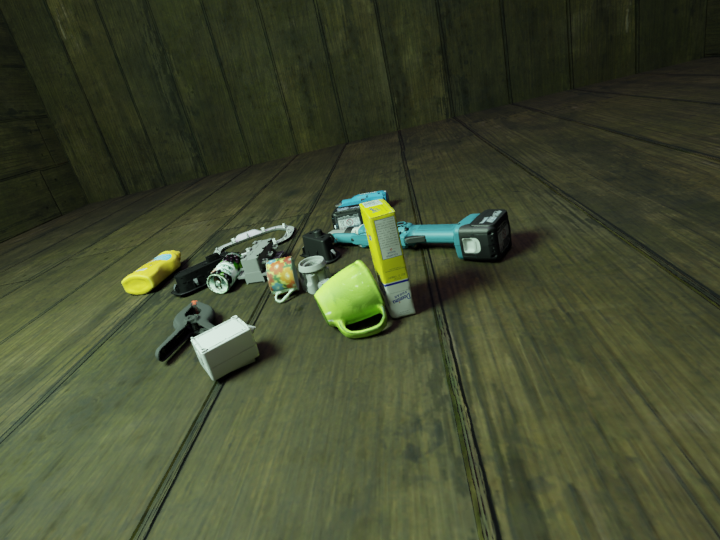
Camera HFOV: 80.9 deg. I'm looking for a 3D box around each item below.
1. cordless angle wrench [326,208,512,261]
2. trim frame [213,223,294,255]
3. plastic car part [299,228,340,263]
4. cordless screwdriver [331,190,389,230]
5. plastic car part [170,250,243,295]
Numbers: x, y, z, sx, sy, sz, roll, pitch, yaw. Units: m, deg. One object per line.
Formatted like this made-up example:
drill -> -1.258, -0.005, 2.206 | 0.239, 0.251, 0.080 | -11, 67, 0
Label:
cordless angle wrench -> 0.093, -0.076, 0.911 | 0.444, 0.072, 0.096 | 4, 28, 41
trim frame -> -0.307, -0.086, 1.217 | 0.244, 0.027, 0.193 | -25, 25, -17
plastic car part -> -0.097, -0.063, 0.990 | 0.064, 0.069, 0.122 | -28, 23, -27
cordless screwdriver -> -0.021, -0.160, 1.157 | 0.164, 0.072, 0.247 | -6, 21, 19
plastic car part -> -0.366, 0.000, 1.028 | 0.199, 0.065, 0.070 | -34, 36, -31
